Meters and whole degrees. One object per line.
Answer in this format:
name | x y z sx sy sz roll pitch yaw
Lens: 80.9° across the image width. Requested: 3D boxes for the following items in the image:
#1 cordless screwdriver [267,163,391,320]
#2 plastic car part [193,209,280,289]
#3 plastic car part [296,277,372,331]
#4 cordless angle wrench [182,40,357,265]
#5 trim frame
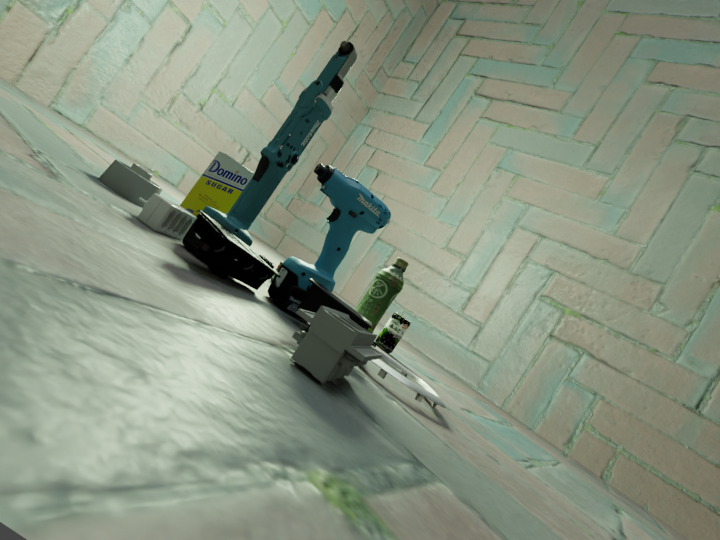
cordless screwdriver | -0.070 -0.046 0.714 0.152 0.248 0.078 35 -3 -28
plastic car part | -0.178 -0.014 0.619 0.069 0.067 0.194 33 -3 22
plastic car part | -0.048 0.072 0.645 0.118 0.071 0.065 33 -3 7
cordless angle wrench | -0.129 -0.191 0.690 0.078 0.423 0.094 32 -3 23
trim frame | 0.054 0.171 0.727 0.186 0.027 0.246 34 -3 3
